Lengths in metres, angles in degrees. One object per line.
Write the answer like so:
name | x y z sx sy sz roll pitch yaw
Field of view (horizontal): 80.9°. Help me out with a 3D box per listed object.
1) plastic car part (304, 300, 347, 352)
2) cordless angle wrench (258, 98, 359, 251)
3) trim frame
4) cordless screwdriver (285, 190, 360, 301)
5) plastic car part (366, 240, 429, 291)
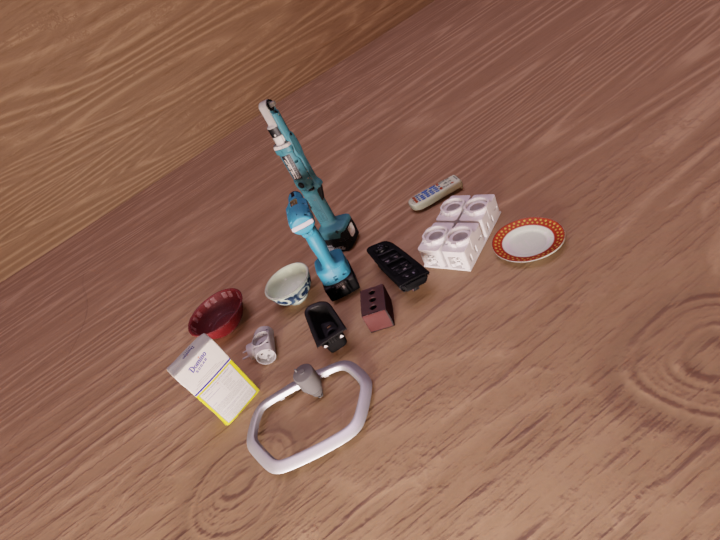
plastic car part | -0.064 0.119 0.854 0.066 0.068 0.122 -32 34 -3
cordless angle wrench | -0.132 -0.222 1.035 0.102 0.404 0.075 -6 39 33
trim frame | -0.091 0.250 0.747 0.249 0.026 0.193 -30 34 2
cordless screwdriver | -0.093 -0.061 0.951 0.075 0.237 0.166 -27 33 3
plastic car part | 0.078 -0.008 0.908 0.066 0.064 0.213 -33 34 -4
